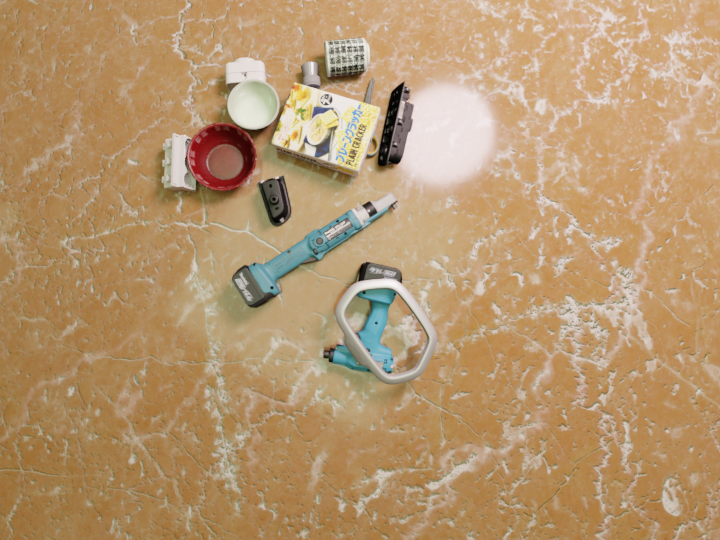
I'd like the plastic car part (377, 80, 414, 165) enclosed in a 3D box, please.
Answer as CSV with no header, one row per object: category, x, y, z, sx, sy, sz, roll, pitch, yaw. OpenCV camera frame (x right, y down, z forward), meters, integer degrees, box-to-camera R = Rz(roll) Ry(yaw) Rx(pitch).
plastic car part,0.087,-0.339,1.012,0.064,0.069,0.203,19,84,-27

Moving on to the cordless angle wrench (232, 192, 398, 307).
cordless angle wrench,-0.096,-0.063,0.984,0.421,0.074,0.098,-33,88,-4

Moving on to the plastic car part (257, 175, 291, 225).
plastic car part,-0.201,-0.168,0.992,0.066,0.070,0.118,-16,84,-2

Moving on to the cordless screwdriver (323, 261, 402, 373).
cordless screwdriver,0.007,0.104,0.967,0.159,0.074,0.249,8,90,0

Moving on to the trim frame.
trim frame,0.054,0.131,0.922,0.184,0.028,0.247,-36,94,1
